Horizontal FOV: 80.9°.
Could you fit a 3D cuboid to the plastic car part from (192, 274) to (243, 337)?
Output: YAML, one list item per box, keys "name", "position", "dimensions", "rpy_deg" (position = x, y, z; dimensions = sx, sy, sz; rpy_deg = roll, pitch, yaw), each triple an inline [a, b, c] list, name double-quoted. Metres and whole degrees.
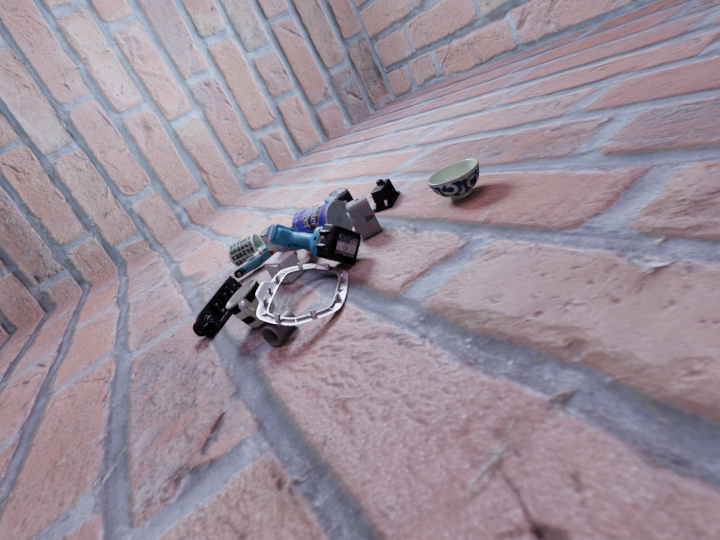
- name: "plastic car part"
  position: [-0.357, 0.094, 1.048]
  dimensions: [0.068, 0.064, 0.205]
  rpy_deg: [-31, 20, 22]

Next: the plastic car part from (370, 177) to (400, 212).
- name: "plastic car part"
  position: [0.065, -0.224, 1.208]
  dimensions: [0.068, 0.068, 0.117]
  rpy_deg: [-14, 29, 31]

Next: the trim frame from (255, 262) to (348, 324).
- name: "trim frame"
  position: [-0.119, 0.039, 0.862]
  dimensions: [0.187, 0.027, 0.252]
  rpy_deg: [-5, 28, 9]

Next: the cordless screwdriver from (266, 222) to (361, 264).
- name: "cordless screwdriver"
  position: [-0.101, -0.066, 1.030]
  dimensions: [0.262, 0.150, 0.074]
  rpy_deg: [11, 85, 46]

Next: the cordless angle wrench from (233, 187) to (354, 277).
- name: "cordless angle wrench"
  position: [-0.204, -0.106, 1.282]
  dimensions: [0.420, 0.072, 0.102]
  rpy_deg: [-36, 22, -9]
